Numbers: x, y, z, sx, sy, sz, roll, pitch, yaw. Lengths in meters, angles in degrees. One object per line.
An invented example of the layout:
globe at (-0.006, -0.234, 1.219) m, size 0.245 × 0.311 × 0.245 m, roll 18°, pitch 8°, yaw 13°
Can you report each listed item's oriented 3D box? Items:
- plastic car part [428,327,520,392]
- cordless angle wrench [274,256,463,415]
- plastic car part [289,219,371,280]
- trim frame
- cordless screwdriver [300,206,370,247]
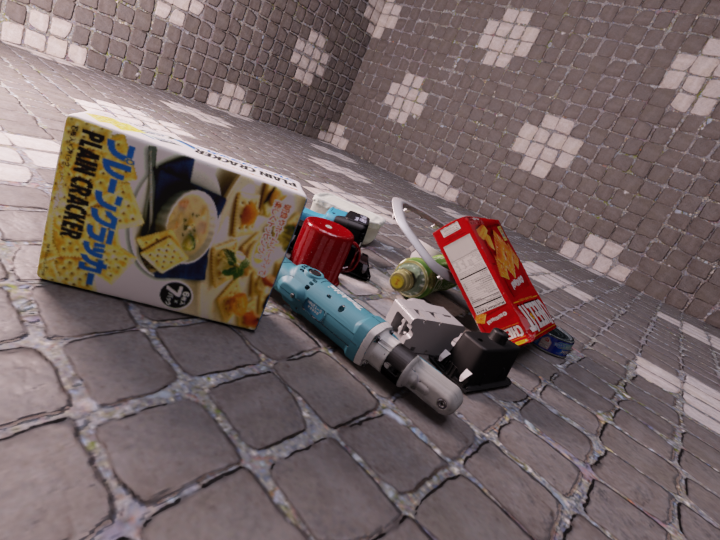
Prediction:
plastic car part at (0.158, 0.106, 0.538) m, size 0.111 × 0.070 × 0.070 m, roll 5°, pitch 26°, yaw -37°
cordless angle wrench at (-0.066, 0.024, 0.518) m, size 0.444 × 0.074 × 0.094 m, roll 35°, pitch 21°, yaw 28°
plastic car part at (-0.071, -0.047, 0.729) m, size 0.202 × 0.066 × 0.067 m, roll 19°, pitch 25°, yaw -3°
trim frame at (0.137, -0.047, 0.753) m, size 0.235 × 0.028 × 0.192 m, roll 18°, pitch 42°, yaw -42°
cordless screwdriver at (-0.112, -0.097, 0.804) m, size 0.253 × 0.074 × 0.158 m, roll 21°, pitch 18°, yaw 7°
